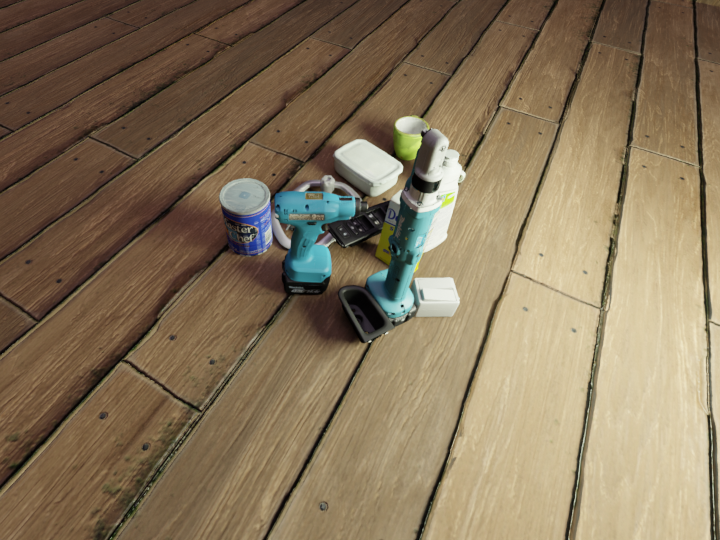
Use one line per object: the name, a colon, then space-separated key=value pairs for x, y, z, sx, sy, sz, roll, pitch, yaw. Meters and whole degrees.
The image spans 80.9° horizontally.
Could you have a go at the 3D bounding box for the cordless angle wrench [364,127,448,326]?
cordless angle wrench: x=0.075 y=-0.045 z=0.693 sx=0.073 sy=0.412 sz=0.103 roll=-20 pitch=57 yaw=-22

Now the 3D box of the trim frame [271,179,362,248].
trim frame: x=-0.103 y=-0.133 z=1.002 sx=0.191 sy=0.027 sz=0.246 roll=28 pitch=55 yaw=18

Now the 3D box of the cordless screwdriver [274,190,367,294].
cordless screwdriver: x=-0.078 y=-0.051 z=0.799 sx=0.158 sy=0.242 sz=0.077 roll=1 pitch=52 yaw=-6

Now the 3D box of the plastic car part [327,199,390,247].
plastic car part: x=0.021 y=-0.100 z=0.956 sx=0.199 sy=0.065 sz=0.069 roll=-29 pitch=60 yaw=-23

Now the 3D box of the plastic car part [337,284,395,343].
plastic car part: x=0.001 y=0.089 z=0.802 sx=0.064 sy=0.069 sz=0.122 roll=-22 pitch=56 yaw=-21
